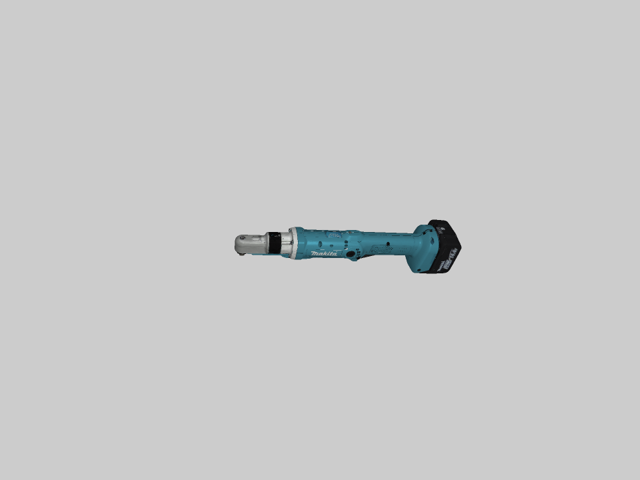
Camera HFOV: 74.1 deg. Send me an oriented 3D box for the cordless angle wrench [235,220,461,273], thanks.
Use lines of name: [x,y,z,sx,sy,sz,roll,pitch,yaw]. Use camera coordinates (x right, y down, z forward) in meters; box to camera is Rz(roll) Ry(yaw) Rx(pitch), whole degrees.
cordless angle wrench: [0.053,0.010,0.804,0.423,0.098,0.074,1,43,-13]
